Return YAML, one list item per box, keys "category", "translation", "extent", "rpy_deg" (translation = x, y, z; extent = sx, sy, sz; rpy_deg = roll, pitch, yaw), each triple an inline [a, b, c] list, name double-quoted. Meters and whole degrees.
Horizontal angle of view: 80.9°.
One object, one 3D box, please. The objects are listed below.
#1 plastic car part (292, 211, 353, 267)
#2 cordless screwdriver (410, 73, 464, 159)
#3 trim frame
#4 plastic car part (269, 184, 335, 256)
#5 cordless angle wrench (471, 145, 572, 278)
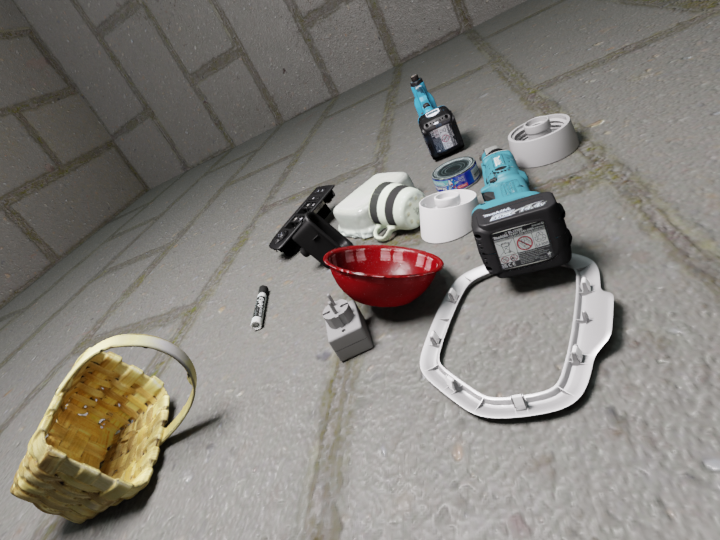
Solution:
- category: "plastic car part"
  translation: [-0.075, -0.049, 0.771]
  extent: [0.071, 0.113, 0.068]
  rpy_deg: [-47, 19, 20]
- category: "cordless screwdriver"
  translation: [0.168, -0.373, 1.007]
  extent: [0.075, 0.152, 0.255]
  rpy_deg: [-22, 30, 14]
- category: "trim frame"
  translation: [0.165, 0.051, 0.458]
  extent: [0.193, 0.026, 0.247]
  rpy_deg: [-4, 36, 38]
- category: "plastic car part"
  translation: [-0.124, -0.106, 0.936]
  extent: [0.070, 0.064, 0.201]
  rpy_deg: [12, 53, 44]
- category: "cordless angle wrench"
  translation: [0.219, -0.130, 0.642]
  extent: [0.100, 0.072, 0.425]
  rpy_deg: [-17, 24, 21]
